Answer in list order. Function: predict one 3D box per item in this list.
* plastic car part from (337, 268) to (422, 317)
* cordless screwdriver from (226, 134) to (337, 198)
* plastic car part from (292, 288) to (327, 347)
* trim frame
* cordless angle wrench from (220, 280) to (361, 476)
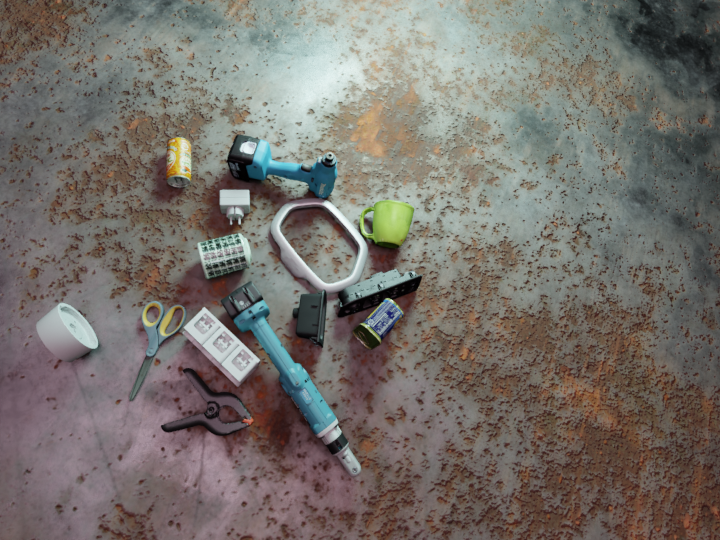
[{"bbox_3d":[0.034,0.042,0.936,0.200,0.065,0.069,-24,68,-16],"label":"plastic car part"},{"bbox_3d":[-0.174,-0.244,0.961,0.249,0.158,0.075,16,70,-2],"label":"cordless screwdriver"},{"bbox_3d":[-0.110,0.100,0.901,0.072,0.064,0.119,-1,67,4],"label":"plastic car part"},{"bbox_3d":[-0.095,-0.062,0.976,0.182,0.027,0.253,-39,81,-20],"label":"trim frame"},{"bbox_3d":[-0.130,0.217,0.837,0.073,0.097,0.430,-34,81,-16],"label":"cordless angle wrench"}]
